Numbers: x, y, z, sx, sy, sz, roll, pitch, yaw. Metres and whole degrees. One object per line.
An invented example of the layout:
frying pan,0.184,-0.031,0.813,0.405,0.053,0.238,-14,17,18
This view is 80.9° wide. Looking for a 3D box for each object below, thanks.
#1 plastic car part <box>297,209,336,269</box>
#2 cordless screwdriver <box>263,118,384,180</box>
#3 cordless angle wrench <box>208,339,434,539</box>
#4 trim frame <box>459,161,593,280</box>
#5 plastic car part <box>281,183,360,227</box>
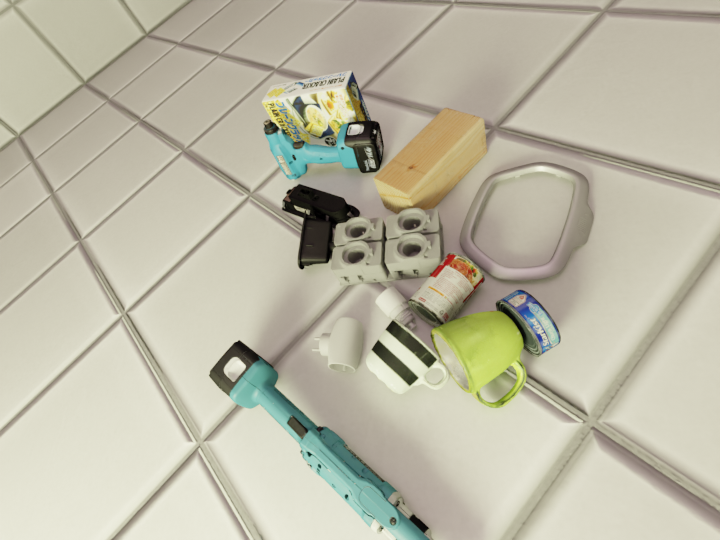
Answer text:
plastic car part,-0.080,-0.052,0.820,0.072,0.063,0.120,-2,58,6
cordless screwdriver,-0.082,-0.274,0.914,0.258,0.151,0.075,0,56,23
cordless angle wrench,-0.049,0.245,0.572,0.447,0.093,0.074,30,72,34
trim frame,0.271,-0.087,0.693,0.194,0.026,0.249,12,61,33
plastic car part,-0.088,-0.141,0.885,0.214,0.064,0.066,26,62,34
